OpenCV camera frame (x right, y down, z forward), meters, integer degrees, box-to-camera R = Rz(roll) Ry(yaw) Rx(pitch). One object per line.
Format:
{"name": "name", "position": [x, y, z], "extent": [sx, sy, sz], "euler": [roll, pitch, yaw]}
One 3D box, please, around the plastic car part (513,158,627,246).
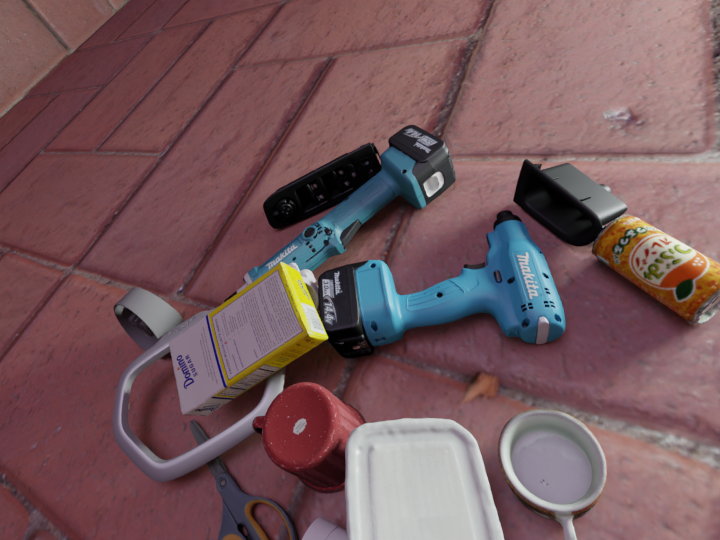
{"name": "plastic car part", "position": [0.247, -0.082, 0.486], "extent": [0.070, 0.063, 0.123], "euler": [-26, 50, -13]}

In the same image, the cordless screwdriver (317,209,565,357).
{"name": "cordless screwdriver", "position": [0.078, 0.013, 0.486], "extent": [0.254, 0.071, 0.164], "euler": [-10, 52, 15]}

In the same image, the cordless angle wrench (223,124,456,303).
{"name": "cordless angle wrench", "position": [-0.058, -0.038, 0.593], "extent": [0.422, 0.070, 0.103], "euler": [-39, 49, -2]}

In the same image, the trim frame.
{"name": "trim frame", "position": [-0.199, 0.136, 0.521], "extent": [0.249, 0.026, 0.193], "euler": [-33, 59, 2]}

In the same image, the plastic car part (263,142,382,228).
{"name": "plastic car part", "position": [-0.065, -0.137, 0.673], "extent": [0.204, 0.063, 0.070], "euler": [-28, 39, 5]}
